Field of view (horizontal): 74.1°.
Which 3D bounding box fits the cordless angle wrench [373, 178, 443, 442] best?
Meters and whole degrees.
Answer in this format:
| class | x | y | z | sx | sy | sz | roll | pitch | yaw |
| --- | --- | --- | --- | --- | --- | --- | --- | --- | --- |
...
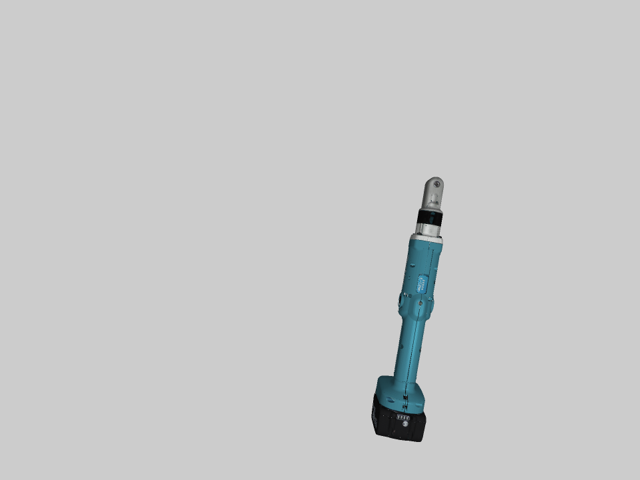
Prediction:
| class | x | y | z | sx | sy | sz | roll | pitch | yaw |
| --- | --- | --- | --- | --- | --- | --- | --- | --- | --- |
| cordless angle wrench | 0.157 | 0.105 | 0.699 | 0.074 | 0.422 | 0.098 | 9 | -1 | 1 |
